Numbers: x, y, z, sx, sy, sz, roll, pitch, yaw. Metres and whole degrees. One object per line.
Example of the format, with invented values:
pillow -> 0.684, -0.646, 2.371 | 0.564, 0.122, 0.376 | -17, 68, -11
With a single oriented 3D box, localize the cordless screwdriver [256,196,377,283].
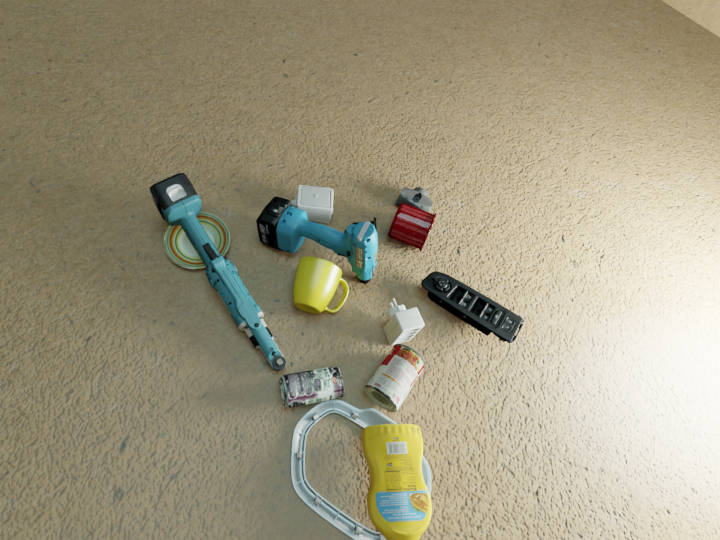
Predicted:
cordless screwdriver -> -0.085, -0.055, 0.868 | 0.258, 0.153, 0.074 | 18, 53, 18

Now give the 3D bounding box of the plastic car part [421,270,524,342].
plastic car part -> 0.218, 0.073, 0.858 | 0.210, 0.065, 0.066 | 35, 66, 17

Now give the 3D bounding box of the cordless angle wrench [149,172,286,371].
cordless angle wrench -> -0.264, 0.006, 0.805 | 0.073, 0.098, 0.432 | -30, 78, -23

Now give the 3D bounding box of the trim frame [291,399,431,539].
trim frame -> 0.000, 0.324, 0.697 | 0.254, 0.027, 0.183 | 29, 58, 11

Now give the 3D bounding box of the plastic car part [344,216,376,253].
plastic car part -> 0.000, -0.076, 0.911 | 0.071, 0.064, 0.118 | -1, 22, 2
